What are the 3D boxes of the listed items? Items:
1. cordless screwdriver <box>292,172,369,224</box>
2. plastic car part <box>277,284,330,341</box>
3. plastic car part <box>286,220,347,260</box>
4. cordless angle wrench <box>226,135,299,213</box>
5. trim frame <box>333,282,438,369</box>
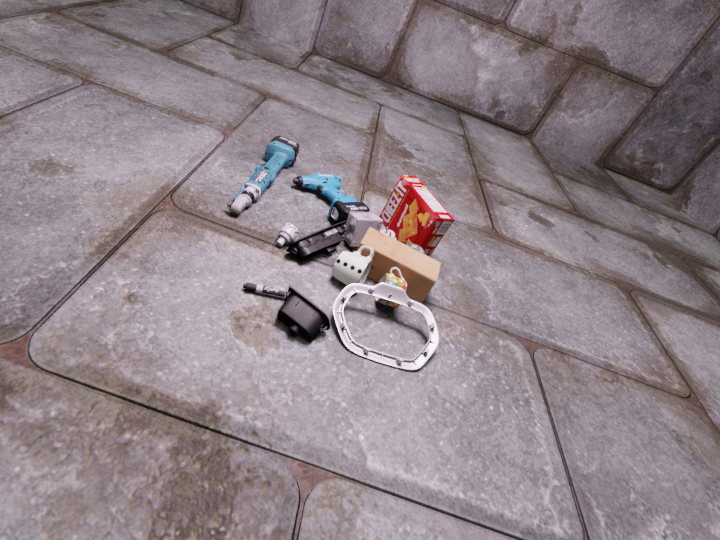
[{"bbox_3d":[-0.093,-0.216,1.269,0.153,0.073,0.262,-5,41,-32],"label":"cordless screwdriver"},{"bbox_3d":[-0.126,0.100,0.872,0.120,0.065,0.070,37,53,13],"label":"plastic car part"},{"bbox_3d":[-0.107,-0.070,1.093,0.196,0.068,0.068,-21,82,-45],"label":"plastic car part"},{"bbox_3d":[-0.286,-0.283,1.257,0.098,0.073,0.428,21,39,-4],"label":"cordless angle wrench"},{"bbox_3d":[0.058,0.114,0.928,0.247,0.027,0.187,17,54,-4],"label":"trim frame"}]
